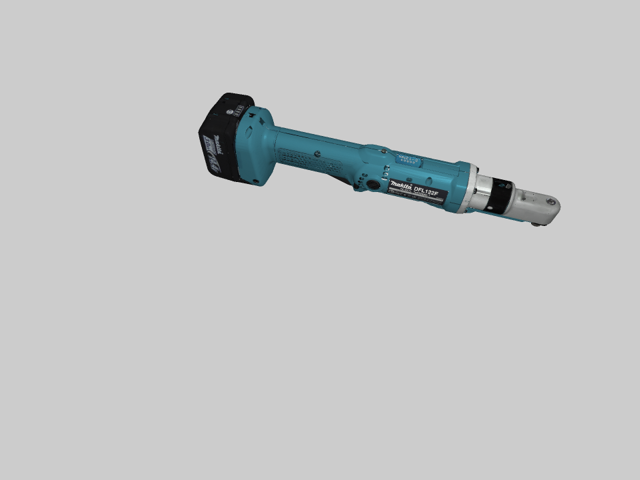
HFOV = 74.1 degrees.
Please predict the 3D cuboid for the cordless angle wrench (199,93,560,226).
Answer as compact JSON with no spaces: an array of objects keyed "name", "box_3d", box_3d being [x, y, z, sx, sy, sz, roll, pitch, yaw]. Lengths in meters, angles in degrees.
[{"name":"cordless angle wrench","box_3d":[0.067,-0.084,0.512,0.423,0.074,0.098,14,-34,8]}]
